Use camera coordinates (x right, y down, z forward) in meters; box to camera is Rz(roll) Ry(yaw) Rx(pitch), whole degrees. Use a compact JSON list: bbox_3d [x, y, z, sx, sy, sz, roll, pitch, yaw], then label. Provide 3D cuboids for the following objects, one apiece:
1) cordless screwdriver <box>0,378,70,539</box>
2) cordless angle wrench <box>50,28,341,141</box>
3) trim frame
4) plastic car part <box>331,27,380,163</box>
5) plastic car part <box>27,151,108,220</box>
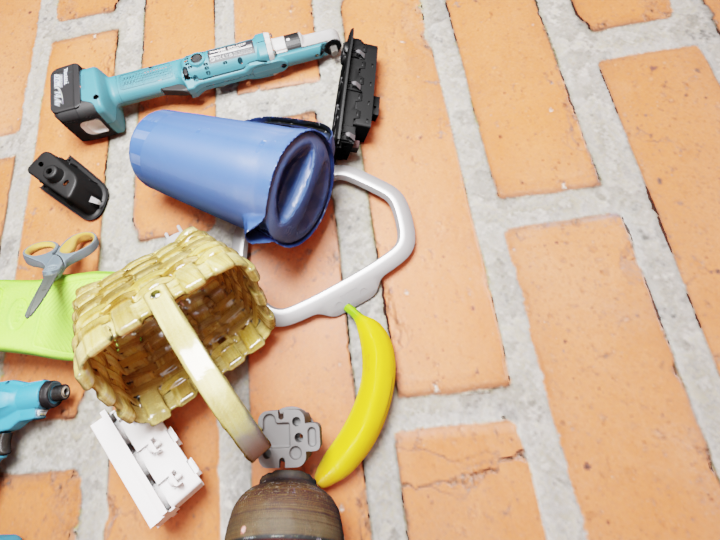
[{"bbox_3d":[-0.410,0.251,0.469,0.160,0.072,0.256,-12,67,3],"label":"cordless screwdriver"},{"bbox_3d":[-0.237,-0.295,0.631,0.423,0.072,0.100,-14,72,1],"label":"cordless angle wrench"},{"bbox_3d":[-0.053,-0.034,0.538,0.247,0.027,0.191,-30,69,-4],"label":"trim frame"},{"bbox_3d":[-0.006,-0.245,0.583,0.067,0.065,0.206,3,72,-4],"label":"plastic car part"},{"bbox_3d":[-0.419,-0.127,0.598,0.121,0.068,0.066,33,80,18],"label":"plastic car part"}]
